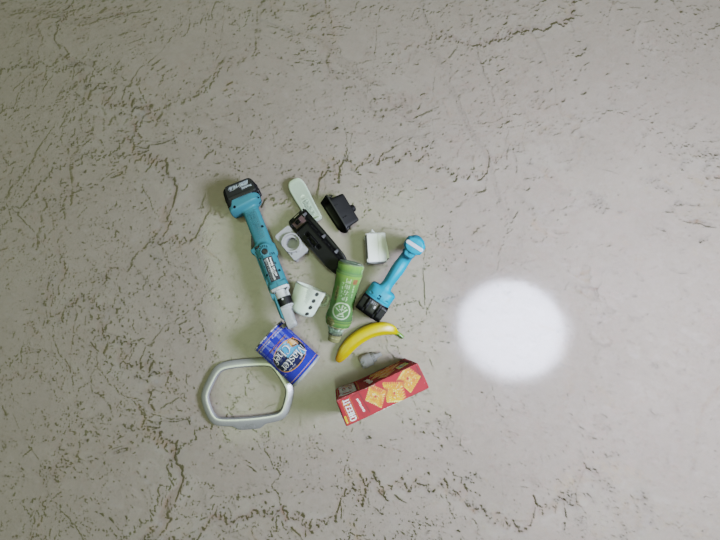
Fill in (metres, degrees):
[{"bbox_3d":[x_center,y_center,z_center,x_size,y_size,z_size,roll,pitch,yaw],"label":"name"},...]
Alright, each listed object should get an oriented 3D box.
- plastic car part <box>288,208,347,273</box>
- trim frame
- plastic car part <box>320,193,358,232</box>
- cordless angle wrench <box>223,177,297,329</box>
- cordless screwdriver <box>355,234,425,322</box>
[{"bbox_3d":[-0.113,-0.074,1.158,0.066,0.067,0.201,-41,95,8],"label":"plastic car part"},{"bbox_3d":[-0.303,0.330,1.131,0.248,0.027,0.186,-6,80,-2],"label":"trim frame"},{"bbox_3d":[-0.050,-0.168,1.190,0.070,0.066,0.117,-34,87,-20],"label":"plastic car part"},{"bbox_3d":[-0.256,-0.046,1.136,0.098,0.073,0.433,-23,75,-4],"label":"cordless angle wrench"},{"bbox_3d":[0.088,0.012,1.132,0.075,0.157,0.249,34,99,3],"label":"cordless screwdriver"}]
